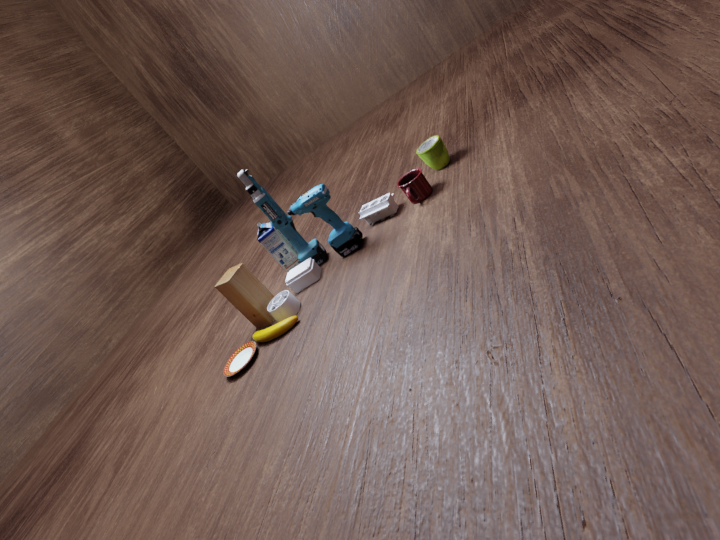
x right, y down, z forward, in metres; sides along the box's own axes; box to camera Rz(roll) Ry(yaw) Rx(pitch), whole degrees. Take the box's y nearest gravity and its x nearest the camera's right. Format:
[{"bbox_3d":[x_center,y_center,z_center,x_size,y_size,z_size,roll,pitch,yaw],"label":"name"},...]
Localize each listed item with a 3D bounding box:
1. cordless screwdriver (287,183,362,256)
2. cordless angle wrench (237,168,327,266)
[{"bbox_3d":[-0.115,-0.152,1.391,0.163,0.240,0.075,-28,23,27],"label":"cordless screwdriver"},{"bbox_3d":[-0.275,-0.175,1.455,0.099,0.408,0.076,-36,20,12],"label":"cordless angle wrench"}]
